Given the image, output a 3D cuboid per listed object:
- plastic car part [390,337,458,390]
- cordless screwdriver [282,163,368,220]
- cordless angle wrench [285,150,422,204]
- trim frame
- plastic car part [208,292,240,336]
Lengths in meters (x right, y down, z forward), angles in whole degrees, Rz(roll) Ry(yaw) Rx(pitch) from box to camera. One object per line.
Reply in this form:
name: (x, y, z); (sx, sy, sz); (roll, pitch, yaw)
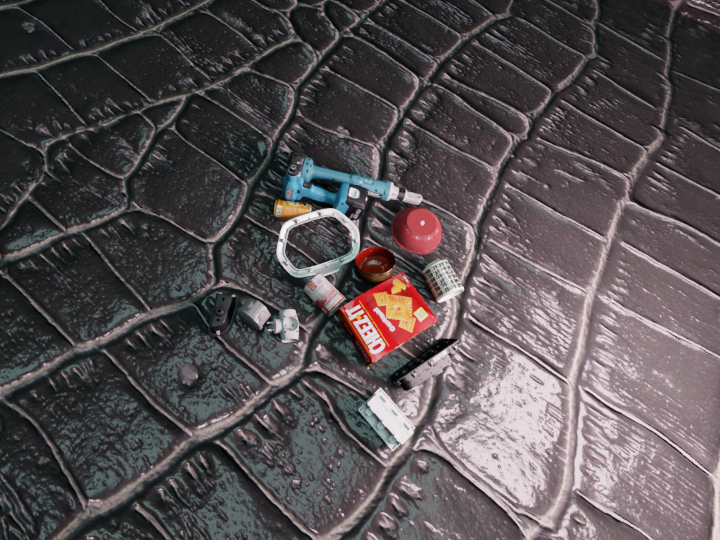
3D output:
plastic car part: (0.168, 0.245, 1.089); (0.199, 0.068, 0.066); (-25, 98, -17)
cordless screwdriver: (-0.103, -0.231, 1.222); (0.248, 0.157, 0.075); (14, 67, -3)
cordless angle wrench: (-0.016, -0.264, 1.286); (0.420, 0.097, 0.075); (13, 69, -4)
trim frame: (-0.118, -0.077, 1.202); (0.244, 0.028, 0.185); (-18, 87, -16)
plastic car part: (-0.358, 0.107, 1.090); (0.066, 0.070, 0.119); (9, 63, -3)
